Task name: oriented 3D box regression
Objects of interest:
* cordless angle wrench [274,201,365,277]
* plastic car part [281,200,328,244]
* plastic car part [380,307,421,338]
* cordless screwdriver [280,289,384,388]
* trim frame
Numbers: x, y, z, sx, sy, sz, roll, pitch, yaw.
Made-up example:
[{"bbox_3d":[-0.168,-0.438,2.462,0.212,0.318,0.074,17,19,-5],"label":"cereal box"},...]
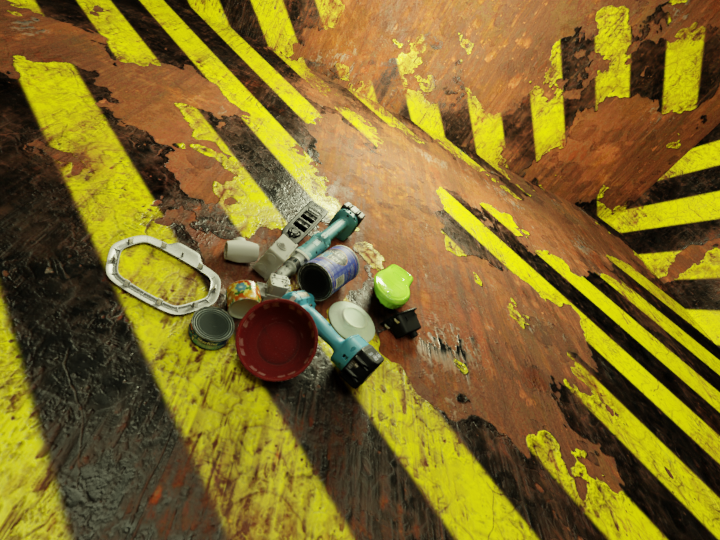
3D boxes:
[{"bbox_3d":[-0.115,-0.075,1.175,0.075,0.098,0.417,39,38,3],"label":"cordless angle wrench"},{"bbox_3d":[-0.169,-0.127,1.214,0.066,0.067,0.202,38,38,-4],"label":"plastic car part"},{"bbox_3d":[0.121,0.143,1.101,0.111,0.067,0.073,-5,63,-46],"label":"plastic car part"},{"bbox_3d":[-0.064,0.136,0.940,0.255,0.074,0.155,41,8,13],"label":"cordless screwdriver"},{"bbox_3d":[-0.417,0.002,0.903,0.249,0.027,0.185,28,33,-1],"label":"trim frame"}]
